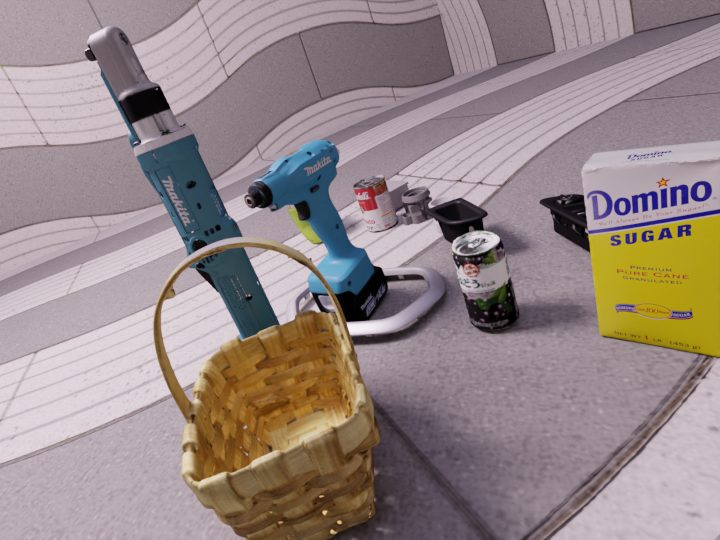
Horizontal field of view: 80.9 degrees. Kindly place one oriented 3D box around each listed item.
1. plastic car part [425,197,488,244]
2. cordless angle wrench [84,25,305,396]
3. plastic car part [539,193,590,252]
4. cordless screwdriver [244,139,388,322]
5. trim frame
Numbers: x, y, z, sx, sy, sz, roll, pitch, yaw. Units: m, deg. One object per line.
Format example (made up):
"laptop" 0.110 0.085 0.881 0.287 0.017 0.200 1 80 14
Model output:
"plastic car part" 0.157 -0.064 0.659 0.066 0.068 0.120 -21 24 -1
"cordless angle wrench" -0.158 -0.034 0.445 0.100 0.410 0.075 -14 22 15
"plastic car part" 0.298 -0.055 0.531 0.067 0.065 0.208 -19 25 5
"cordless screwdriver" -0.056 -0.036 0.569 0.078 0.241 0.157 -2 28 39
"trim frame" -0.001 0.041 0.625 0.257 0.026 0.184 -8 28 27
